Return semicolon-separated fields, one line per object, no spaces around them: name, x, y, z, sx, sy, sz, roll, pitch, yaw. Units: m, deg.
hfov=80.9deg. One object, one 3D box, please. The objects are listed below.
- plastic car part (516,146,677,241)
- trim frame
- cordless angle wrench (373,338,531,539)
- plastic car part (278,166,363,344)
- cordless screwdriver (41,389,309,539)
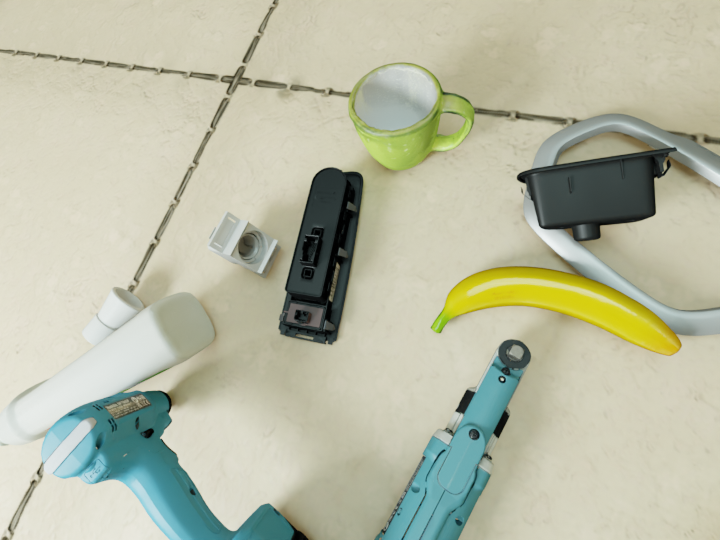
plastic car part;0.209;-0.063;0.385;0.119;0.064;0.072;-9;83;14
trim frame;0.279;-0.053;0.400;0.184;0.026;0.260;-42;63;-2
cordless angle wrench;0.029;0.237;0.327;0.077;0.094;0.422;28;75;20
plastic car part;-0.045;-0.029;0.461;0.069;0.064;0.205;4;68;22
cordless screwdriver;-0.140;0.201;0.370;0.253;0.157;0.074;40;86;8
